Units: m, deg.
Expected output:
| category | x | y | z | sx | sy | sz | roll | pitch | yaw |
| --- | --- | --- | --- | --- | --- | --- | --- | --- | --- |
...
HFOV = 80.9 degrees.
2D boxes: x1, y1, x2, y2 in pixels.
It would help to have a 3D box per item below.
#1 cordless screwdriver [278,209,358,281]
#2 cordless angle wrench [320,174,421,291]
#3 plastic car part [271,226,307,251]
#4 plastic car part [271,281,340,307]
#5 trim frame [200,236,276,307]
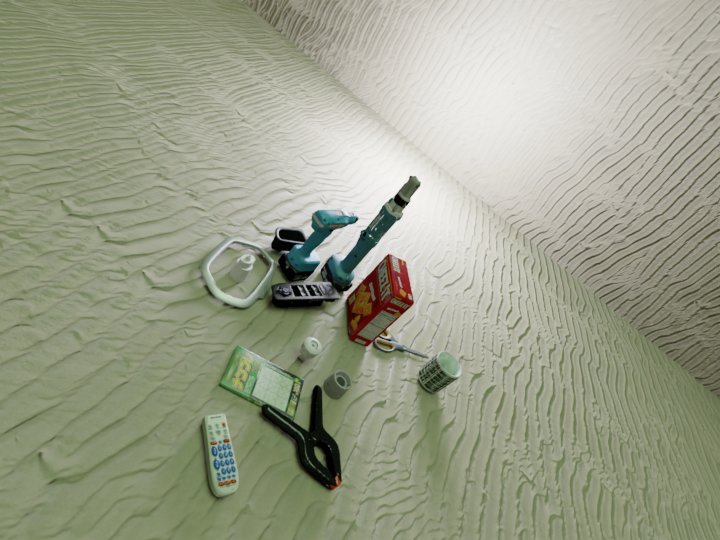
| category | x | y | z | sx | sy | sz | roll | pitch | yaw |
| --- | --- | --- | --- | --- | --- | --- | --- | --- | --- |
| cordless screwdriver | -0.116 | -0.076 | 1.187 | 0.152 | 0.250 | 0.077 | -9 | 58 | -48 |
| cordless angle wrench | 0.030 | -0.098 | 1.186 | 0.071 | 0.425 | 0.102 | 11 | 44 | -37 |
| plastic car part | -0.222 | -0.085 | 1.262 | 0.111 | 0.071 | 0.069 | 1 | 49 | -42 |
| plastic car part | -0.158 | 0.068 | 1.142 | 0.193 | 0.067 | 0.069 | 5 | 47 | -39 |
| trim frame | -0.315 | 0.001 | 1.116 | 0.183 | 0.027 | 0.250 | 33 | 34 | -6 |
